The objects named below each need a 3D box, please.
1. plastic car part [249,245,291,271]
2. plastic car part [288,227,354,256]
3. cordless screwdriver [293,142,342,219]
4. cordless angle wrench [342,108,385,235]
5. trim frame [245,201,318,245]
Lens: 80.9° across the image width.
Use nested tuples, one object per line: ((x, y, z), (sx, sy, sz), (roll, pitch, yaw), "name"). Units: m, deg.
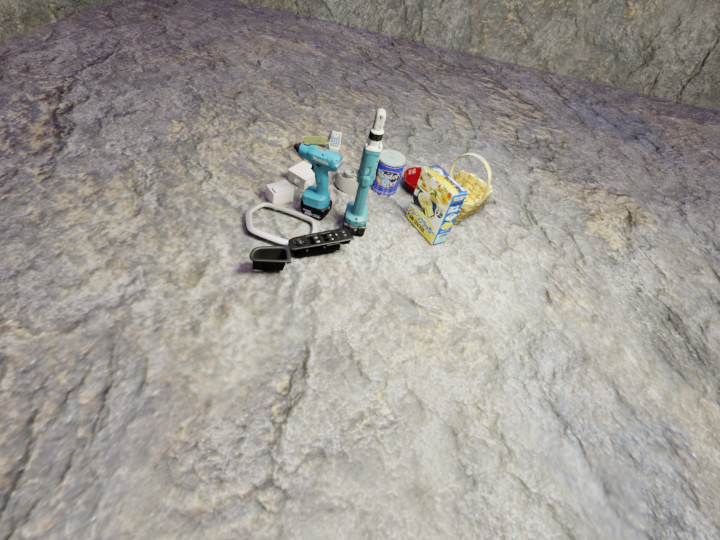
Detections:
((-0.262, -0.027, 1.216), (0.114, 0.069, 0.069), (-2, 47, -13), "plastic car part")
((-0.127, -0.083, 1.298), (0.198, 0.065, 0.069), (-9, 49, -18), "plastic car part")
((-0.153, -0.293, 1.375), (0.163, 0.243, 0.074), (25, 45, 11), "cordless screwdriver")
((0.016, -0.286, 1.277), (0.074, 0.414, 0.100), (11, 45, -5), "cordless angle wrench")
((-0.256, -0.152, 1.371), (0.252, 0.027, 0.186), (17, 45, 7), "trim frame")
